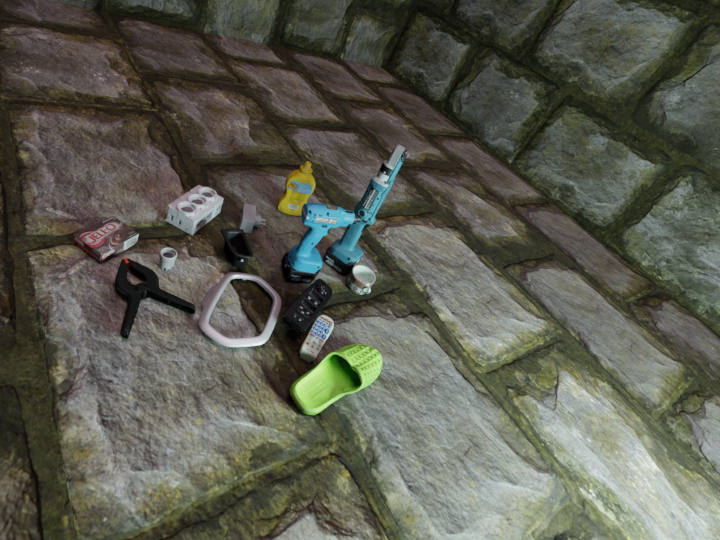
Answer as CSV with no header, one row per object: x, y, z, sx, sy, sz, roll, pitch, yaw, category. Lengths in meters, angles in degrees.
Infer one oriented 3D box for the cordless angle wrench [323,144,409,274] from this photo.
0.016,-0.165,1.177,0.100,0.420,0.073,38,38,11,cordless angle wrench

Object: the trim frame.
-0.290,0.090,1.025,0.182,0.027,0.253,20,38,-7,trim frame

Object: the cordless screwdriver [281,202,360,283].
-0.111,-0.073,1.138,0.153,0.247,0.078,6,43,-28,cordless screwdriver

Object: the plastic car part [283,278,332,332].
-0.132,0.094,1.077,0.067,0.066,0.201,31,38,5,plastic car part

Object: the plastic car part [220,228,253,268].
-0.334,-0.051,1.132,0.063,0.070,0.122,-3,46,-35,plastic car part
